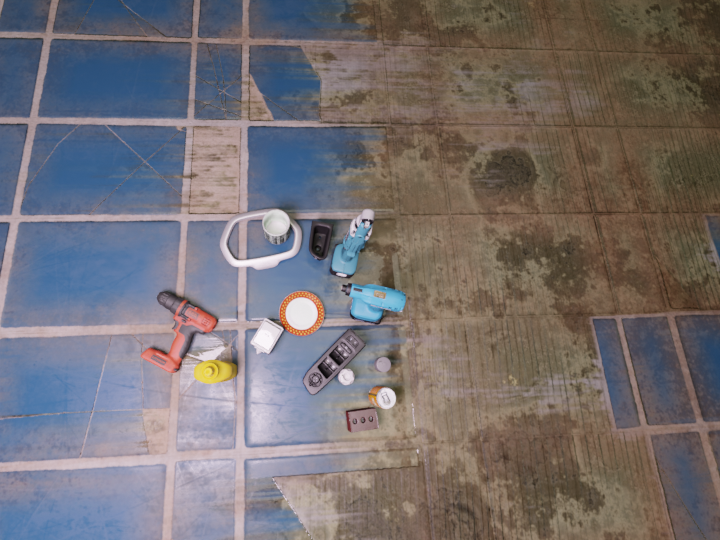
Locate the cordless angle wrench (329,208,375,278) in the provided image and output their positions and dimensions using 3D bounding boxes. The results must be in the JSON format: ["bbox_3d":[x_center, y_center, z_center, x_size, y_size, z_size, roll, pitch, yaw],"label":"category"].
[{"bbox_3d":[-0.017,-0.072,1.092,0.074,0.421,0.099,14,74,-7],"label":"cordless angle wrench"}]

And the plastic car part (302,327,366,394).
[{"bbox_3d":[-0.079,0.254,1.172,0.067,0.066,0.201,44,74,6],"label":"plastic car part"}]

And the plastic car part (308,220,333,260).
[{"bbox_3d":[-0.124,-0.081,1.268,0.065,0.070,0.118,10,73,-5],"label":"plastic car part"}]

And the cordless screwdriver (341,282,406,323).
[{"bbox_3d":[0.013,0.084,1.137,0.158,0.247,0.075,14,74,-5],"label":"cordless screwdriver"}]

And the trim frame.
[{"bbox_3d":[-0.301,-0.096,1.280,0.245,0.027,0.188,-12,75,-8],"label":"trim frame"}]
